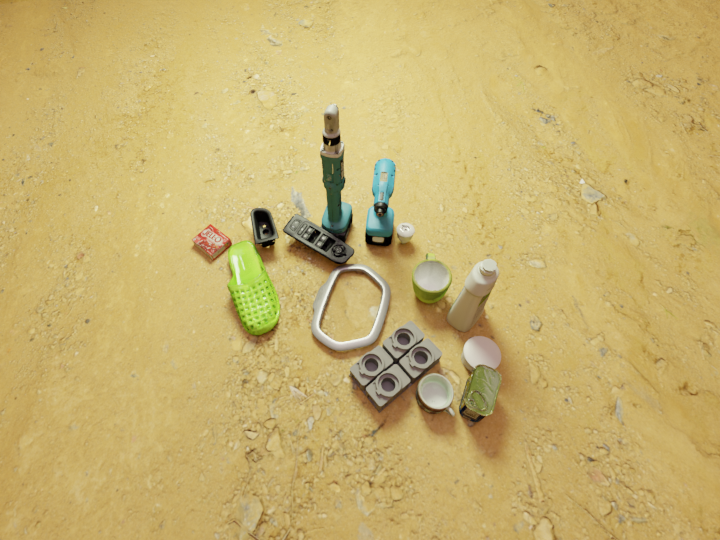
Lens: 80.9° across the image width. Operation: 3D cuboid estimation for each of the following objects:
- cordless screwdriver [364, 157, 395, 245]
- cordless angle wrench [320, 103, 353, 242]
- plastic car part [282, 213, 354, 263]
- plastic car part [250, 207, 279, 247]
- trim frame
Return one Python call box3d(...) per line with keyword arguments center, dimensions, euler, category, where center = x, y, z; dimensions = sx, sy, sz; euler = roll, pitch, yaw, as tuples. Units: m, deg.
box3d(center=(0.051, -0.144, 1.073), dimensions=(0.075, 0.241, 0.162), euler=(6, 59, 3), category="cordless screwdriver")
box3d(center=(-0.064, -0.221, 1.031), dimensions=(0.076, 0.410, 0.099), euler=(15, 60, 8), category="cordless angle wrench")
box3d(center=(-0.112, -0.073, 1.145), dimensions=(0.211, 0.065, 0.066), euler=(29, 63, 20), category="plastic car part")
box3d(center=(-0.267, -0.113, 1.179), dimensions=(0.065, 0.069, 0.121), euler=(-15, 58, -8), category="plastic car part")
box3d(center=(-0.026, 0.087, 1.059), dimensions=(0.188, 0.026, 0.251), euler=(13, 59, 12), category="trim frame")
